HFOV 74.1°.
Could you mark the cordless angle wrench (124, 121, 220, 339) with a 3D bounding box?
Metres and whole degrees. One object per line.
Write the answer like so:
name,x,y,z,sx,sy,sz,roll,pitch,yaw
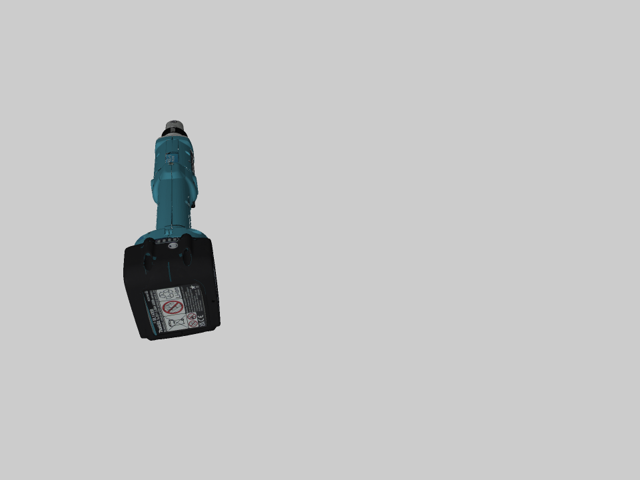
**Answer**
cordless angle wrench,-0.182,-0.063,0.532,0.074,0.098,0.421,-7,38,-14
